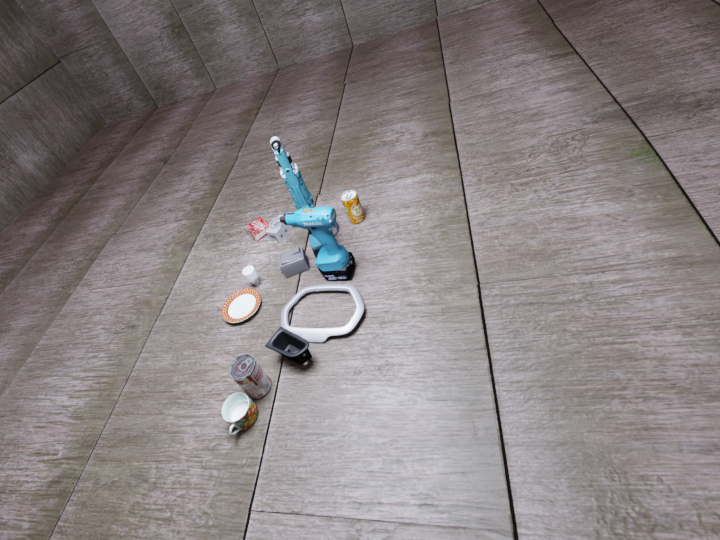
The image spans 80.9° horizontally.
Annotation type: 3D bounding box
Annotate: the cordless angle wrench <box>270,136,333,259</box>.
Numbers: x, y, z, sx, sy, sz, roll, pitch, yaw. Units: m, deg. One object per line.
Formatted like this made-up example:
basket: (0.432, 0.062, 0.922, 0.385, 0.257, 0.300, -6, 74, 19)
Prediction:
cordless angle wrench: (-0.164, -0.200, 1.211, 0.075, 0.403, 0.102, -20, 42, 3)

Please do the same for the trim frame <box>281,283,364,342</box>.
trim frame: (-0.107, 0.112, 1.157, 0.257, 0.026, 0.187, -4, 47, 22)

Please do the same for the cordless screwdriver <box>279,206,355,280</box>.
cordless screwdriver: (-0.116, -0.076, 1.190, 0.165, 0.237, 0.075, -1, 46, 24)

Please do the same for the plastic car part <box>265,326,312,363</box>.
plastic car part: (-0.171, 0.202, 1.069, 0.123, 0.067, 0.065, 17, 56, 36)
